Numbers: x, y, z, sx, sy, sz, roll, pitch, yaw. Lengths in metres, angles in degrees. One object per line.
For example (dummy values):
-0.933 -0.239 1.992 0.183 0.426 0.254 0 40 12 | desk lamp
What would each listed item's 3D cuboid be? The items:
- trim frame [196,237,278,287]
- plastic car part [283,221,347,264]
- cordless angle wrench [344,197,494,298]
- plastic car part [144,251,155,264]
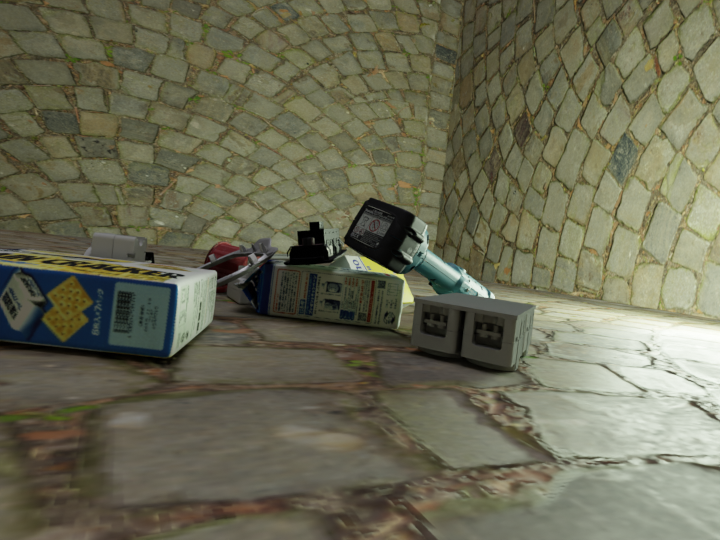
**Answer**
-0.220 -0.004 0.642 0.180 0.027 0.258 -30 15 -27 | trim frame
-0.064 -0.042 0.654 0.067 0.067 0.200 -11 1 8 | plastic car part
0.141 0.017 0.672 0.399 0.074 0.104 30 0 -44 | cordless angle wrench
-0.384 0.006 0.647 0.118 0.065 0.071 4 15 6 | plastic car part
